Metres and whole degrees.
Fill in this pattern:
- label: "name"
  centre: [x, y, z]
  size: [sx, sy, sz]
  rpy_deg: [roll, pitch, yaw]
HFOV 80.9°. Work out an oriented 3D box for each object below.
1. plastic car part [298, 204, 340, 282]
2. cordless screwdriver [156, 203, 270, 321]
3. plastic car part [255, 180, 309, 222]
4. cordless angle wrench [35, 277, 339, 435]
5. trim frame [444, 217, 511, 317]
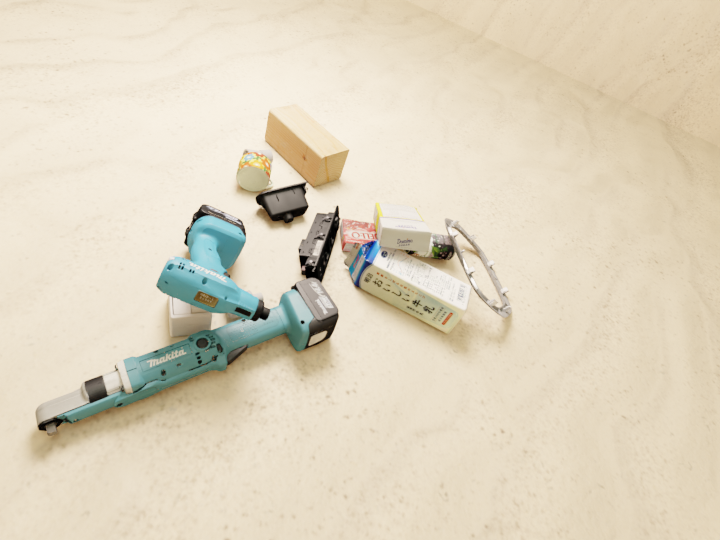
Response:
- label: "plastic car part"
  centre: [-0.082, -0.054, 0.840]
  size: [0.069, 0.063, 0.205]
  rpy_deg: [3, 44, 17]
- label: "cordless screwdriver"
  centre: [-0.220, -0.013, 0.677]
  size: [0.154, 0.074, 0.258]
  rpy_deg: [25, 18, -21]
- label: "plastic car part"
  centre: [-0.157, -0.135, 0.893]
  size: [0.113, 0.066, 0.073]
  rpy_deg: [-22, 74, -31]
- label: "cordless angle wrench"
  centre: [-0.229, 0.120, 0.618]
  size: [0.410, 0.073, 0.102]
  rpy_deg: [-20, 57, -29]
- label: "trim frame"
  centre: [0.244, -0.012, 0.876]
  size: [0.174, 0.028, 0.258]
  rpy_deg: [26, 38, -36]
